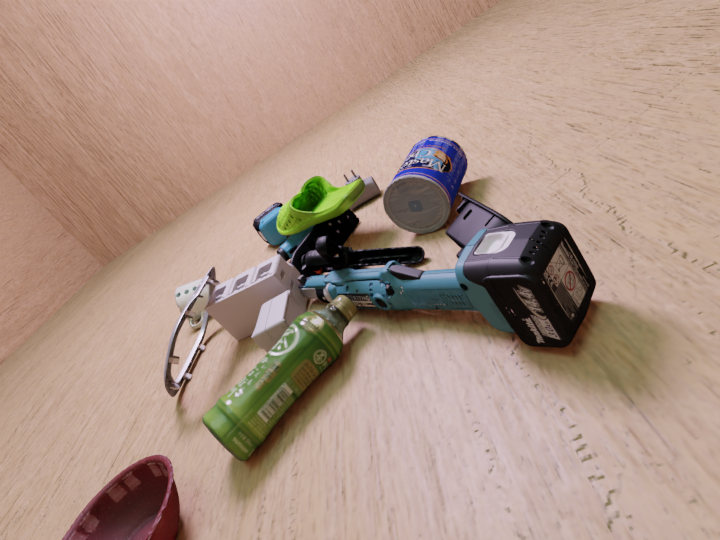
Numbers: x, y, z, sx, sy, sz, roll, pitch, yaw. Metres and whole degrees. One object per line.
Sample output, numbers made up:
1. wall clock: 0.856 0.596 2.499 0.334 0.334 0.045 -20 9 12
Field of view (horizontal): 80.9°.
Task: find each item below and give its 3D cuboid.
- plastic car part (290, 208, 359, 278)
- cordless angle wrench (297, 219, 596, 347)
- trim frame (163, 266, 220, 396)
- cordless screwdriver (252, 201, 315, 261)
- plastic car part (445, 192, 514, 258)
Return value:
1. plastic car part: -0.079 -0.052 0.812 0.069 0.064 0.203 -27 24 44
2. cordless angle wrench: 0.040 0.020 0.520 0.074 0.095 0.440 -48 23 -28
3. trim frame: -0.283 0.098 0.724 0.253 0.027 0.181 -88 12 -62
4. cordless screwdriver: -0.181 -0.089 0.994 0.158 0.071 0.261 -45 30 -19
5. plastic car part: 0.147 -0.040 0.521 0.071 0.063 0.121 -47 25 12
